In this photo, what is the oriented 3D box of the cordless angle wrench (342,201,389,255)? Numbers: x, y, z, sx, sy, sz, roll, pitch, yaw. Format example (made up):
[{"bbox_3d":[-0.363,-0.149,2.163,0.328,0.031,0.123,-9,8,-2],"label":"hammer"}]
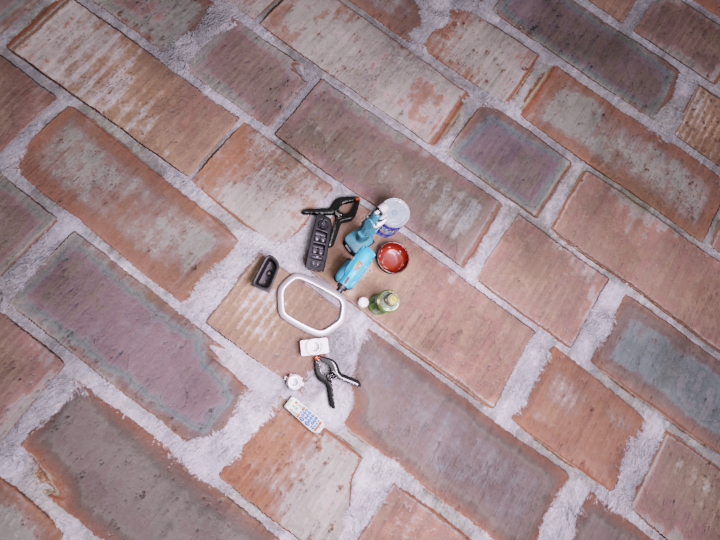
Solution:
[{"bbox_3d":[0.025,-0.130,1.290,0.097,0.423,0.075,-36,88,-14],"label":"cordless angle wrench"}]

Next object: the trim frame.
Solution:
[{"bbox_3d":[-0.163,0.113,1.422,0.249,0.027,0.184,26,76,1],"label":"trim frame"}]

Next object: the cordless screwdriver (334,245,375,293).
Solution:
[{"bbox_3d":[-0.036,0.016,1.341,0.074,0.249,0.159,37,77,-2],"label":"cordless screwdriver"}]

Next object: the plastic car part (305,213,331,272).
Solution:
[{"bbox_3d":[-0.142,-0.093,1.450,0.066,0.067,0.205,11,77,-5],"label":"plastic car part"}]

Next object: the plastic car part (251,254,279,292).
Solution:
[{"bbox_3d":[-0.310,0.012,1.410,0.066,0.071,0.117,24,77,-3],"label":"plastic car part"}]
